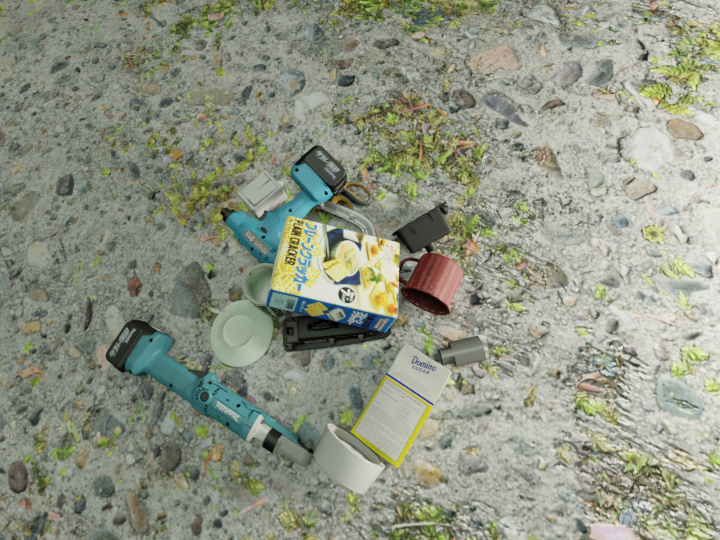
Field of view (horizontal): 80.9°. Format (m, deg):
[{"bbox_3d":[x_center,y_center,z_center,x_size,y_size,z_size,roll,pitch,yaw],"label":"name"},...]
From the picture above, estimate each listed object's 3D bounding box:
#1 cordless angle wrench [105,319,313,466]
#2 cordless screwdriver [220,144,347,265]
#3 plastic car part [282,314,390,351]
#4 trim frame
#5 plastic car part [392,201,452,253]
[{"bbox_3d":[-0.273,0.227,0.768,0.437,0.072,0.098,26,75,17],"label":"cordless angle wrench"},{"bbox_3d":[-0.153,-0.143,0.845,0.162,0.073,0.248,42,89,8],"label":"cordless screwdriver"},{"bbox_3d":[-0.049,0.102,0.780,0.205,0.064,0.068,-6,61,5],"label":"plastic car part"},{"bbox_3d":[-0.084,-0.055,0.861,0.257,0.026,0.184,25,81,18],"label":"trim frame"},{"bbox_3d":[0.128,-0.072,0.820,0.116,0.065,0.072,-33,82,-1],"label":"plastic car part"}]
